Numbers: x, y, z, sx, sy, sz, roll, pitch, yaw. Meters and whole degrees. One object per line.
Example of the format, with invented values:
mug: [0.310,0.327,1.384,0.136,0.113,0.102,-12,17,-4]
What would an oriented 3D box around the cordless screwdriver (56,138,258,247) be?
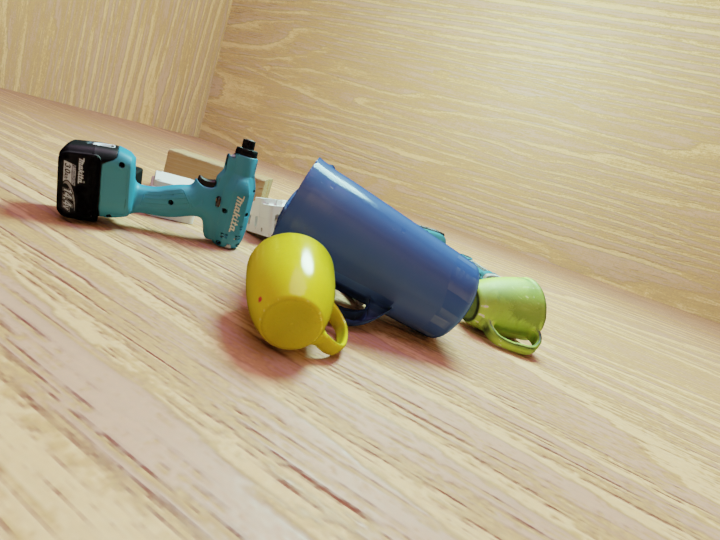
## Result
cordless screwdriver: [-0.264,-0.126,0.575,0.238,0.158,0.078,9,15,-28]

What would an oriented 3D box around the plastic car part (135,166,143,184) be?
plastic car part: [-0.386,-0.147,0.693,0.064,0.070,0.121,12,11,-23]

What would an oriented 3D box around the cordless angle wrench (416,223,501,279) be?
cordless angle wrench: [0.227,-0.008,0.951,0.094,0.074,0.441,13,16,-23]
